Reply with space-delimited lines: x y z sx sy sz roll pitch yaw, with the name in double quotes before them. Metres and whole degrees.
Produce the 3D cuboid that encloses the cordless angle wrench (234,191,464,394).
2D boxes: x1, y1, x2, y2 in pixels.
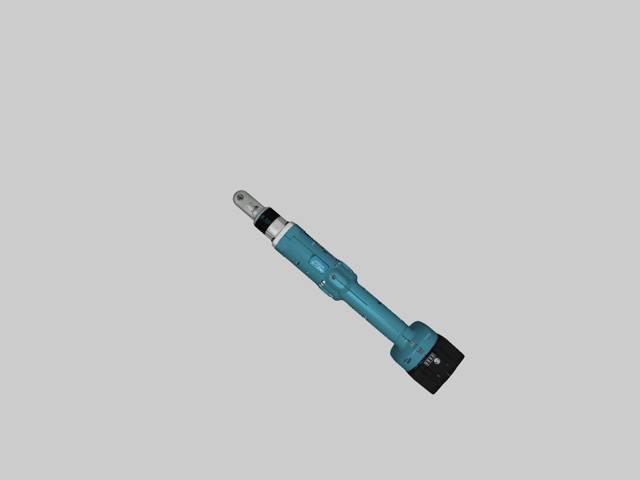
"cordless angle wrench" 0.025 0.062 0.657 0.423 0.074 0.098 40 -3 6
